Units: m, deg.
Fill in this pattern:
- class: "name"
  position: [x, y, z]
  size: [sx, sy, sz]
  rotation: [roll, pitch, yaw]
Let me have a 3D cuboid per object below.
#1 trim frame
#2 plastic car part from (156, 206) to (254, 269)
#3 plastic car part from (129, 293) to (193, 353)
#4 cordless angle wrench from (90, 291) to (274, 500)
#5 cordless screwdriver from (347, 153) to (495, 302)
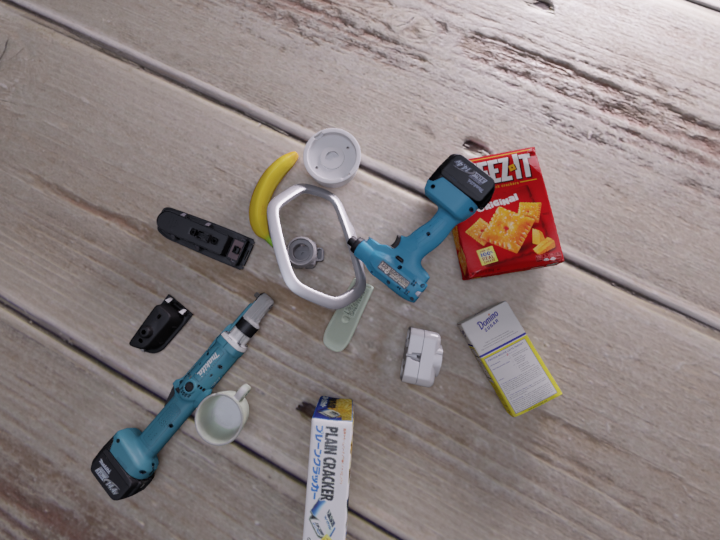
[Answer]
- class: "trim frame"
  position: [-0.074, -0.049, 0.760]
  size: [0.177, 0.028, 0.256]
  rotation: [-7, 67, -31]
- class: "plastic car part"
  position: [-0.314, -0.067, 0.822]
  size: [0.207, 0.066, 0.066]
  rotation: [22, 92, 10]
- class: "plastic car part"
  position: [-0.386, 0.108, 0.796]
  size: [0.067, 0.070, 0.116]
  rotation: [37, 83, 7]
- class: "cordless angle wrench"
  position: [-0.303, 0.212, 0.773]
  size: [0.101, 0.072, 0.422]
  rotation: [38, 83, 17]
- class: "cordless screwdriver"
  position: [0.101, -0.086, 0.728]
  size: [0.164, 0.072, 0.249]
  rotation: [39, 99, 16]
